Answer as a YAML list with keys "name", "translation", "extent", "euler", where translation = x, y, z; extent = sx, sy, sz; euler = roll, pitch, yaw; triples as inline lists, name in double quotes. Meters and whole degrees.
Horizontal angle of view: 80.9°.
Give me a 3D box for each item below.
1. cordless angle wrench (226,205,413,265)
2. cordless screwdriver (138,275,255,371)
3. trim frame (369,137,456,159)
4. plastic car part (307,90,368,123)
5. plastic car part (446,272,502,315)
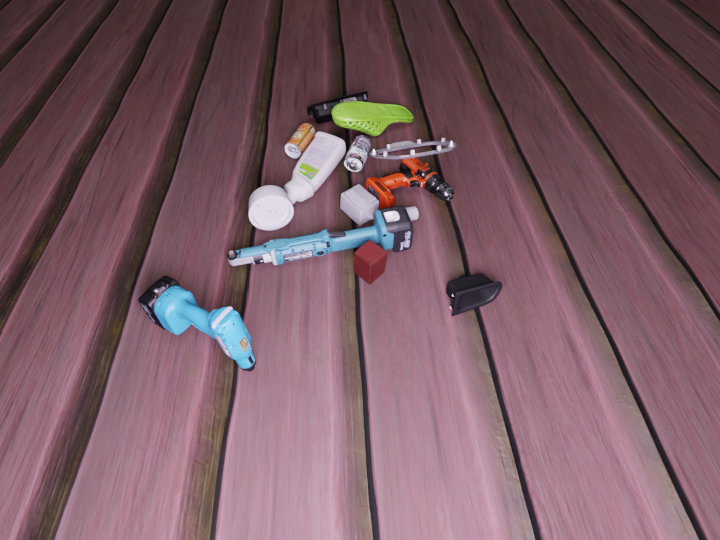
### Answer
- name: "cordless angle wrench"
  translation: [-0.095, -0.062, 0.974]
  extent: [0.421, 0.094, 0.077]
  euler: [-11, 54, -2]
- name: "cordless screwdriver"
  translation: [-0.312, 0.108, 0.827]
  extent: [0.261, 0.152, 0.074]
  euler: [17, 49, 30]
- name: "trim frame"
  translation: [0.146, -0.340, 1.175]
  extent: [0.245, 0.027, 0.192]
  euler: [-14, 25, -9]
- name: "plastic car part"
  translation: [-0.069, -0.503, 1.326]
  extent: [0.200, 0.066, 0.068]
  euler: [-13, 80, -11]
- name: "plastic car part"
  translation: [0.232, 0.039, 0.908]
  extent: [0.114, 0.064, 0.075]
  euler: [-17, 41, -17]
